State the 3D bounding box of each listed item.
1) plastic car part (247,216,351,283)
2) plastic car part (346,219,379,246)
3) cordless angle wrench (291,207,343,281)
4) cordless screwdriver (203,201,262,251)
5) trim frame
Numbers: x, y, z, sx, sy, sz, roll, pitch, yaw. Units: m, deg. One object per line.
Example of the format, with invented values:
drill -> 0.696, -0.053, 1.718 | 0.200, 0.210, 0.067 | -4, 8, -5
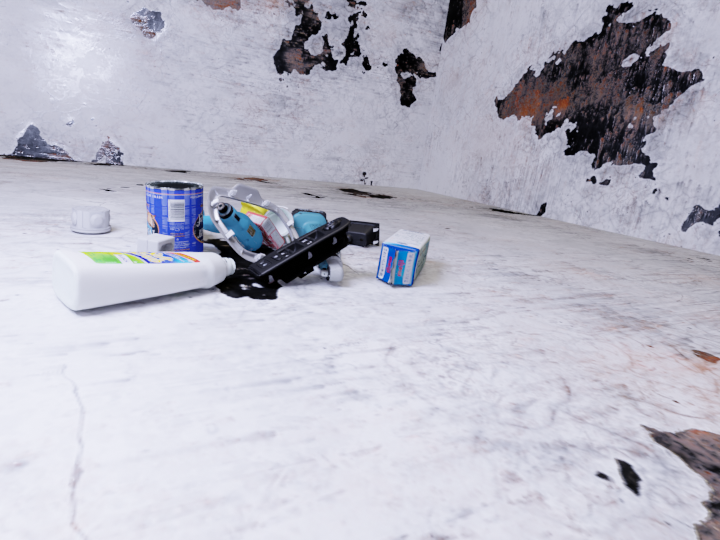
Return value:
plastic car part -> -0.094, -0.031, 0.751 | 0.200, 0.065, 0.069 | -36, 20, -19
plastic car part -> -0.014, -0.093, 1.121 | 0.121, 0.064, 0.070 | 10, 28, 22
cordless angle wrench -> -0.092, -0.060, 0.943 | 0.096, 0.073, 0.438 | 3, 18, -15
cordless screwdriver -> -0.341, -0.116, 0.904 | 0.259, 0.075, 0.152 | 15, -19, 21
trim frame -> -0.196, -0.088, 0.825 | 0.236, 0.028, 0.191 | 9, 48, -55
